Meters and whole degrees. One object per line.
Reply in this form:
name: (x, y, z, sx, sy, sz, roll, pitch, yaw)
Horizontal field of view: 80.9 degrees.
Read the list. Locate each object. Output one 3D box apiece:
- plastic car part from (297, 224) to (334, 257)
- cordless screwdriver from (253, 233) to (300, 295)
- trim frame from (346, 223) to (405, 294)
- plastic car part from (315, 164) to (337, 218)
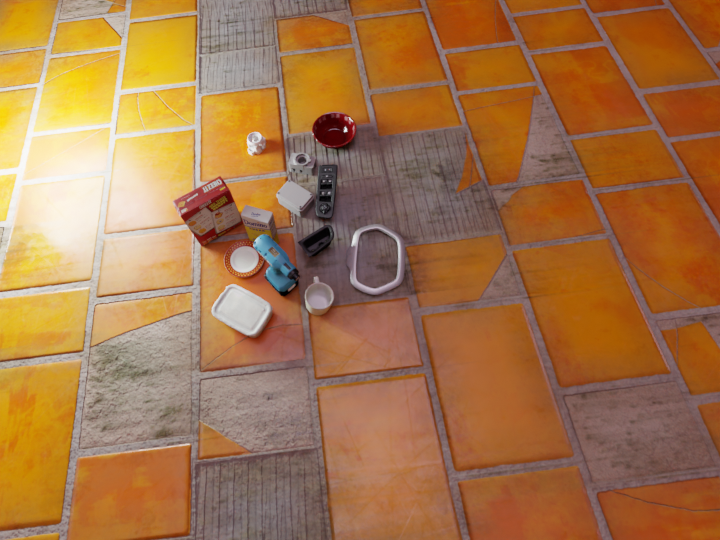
plastic car part: (-0.132, -0.086, 1.350, 0.115, 0.069, 0.068, -34, 70, -13)
cordless screwdriver: (-0.223, 0.006, 1.217, 0.074, 0.242, 0.165, -41, 73, -17)
trim frame: (0.048, -0.039, 1.341, 0.186, 0.027, 0.253, 3, 66, 4)
plastic car part: (-0.115, -0.259, 1.430, 0.067, 0.065, 0.207, 2, 66, 1)
